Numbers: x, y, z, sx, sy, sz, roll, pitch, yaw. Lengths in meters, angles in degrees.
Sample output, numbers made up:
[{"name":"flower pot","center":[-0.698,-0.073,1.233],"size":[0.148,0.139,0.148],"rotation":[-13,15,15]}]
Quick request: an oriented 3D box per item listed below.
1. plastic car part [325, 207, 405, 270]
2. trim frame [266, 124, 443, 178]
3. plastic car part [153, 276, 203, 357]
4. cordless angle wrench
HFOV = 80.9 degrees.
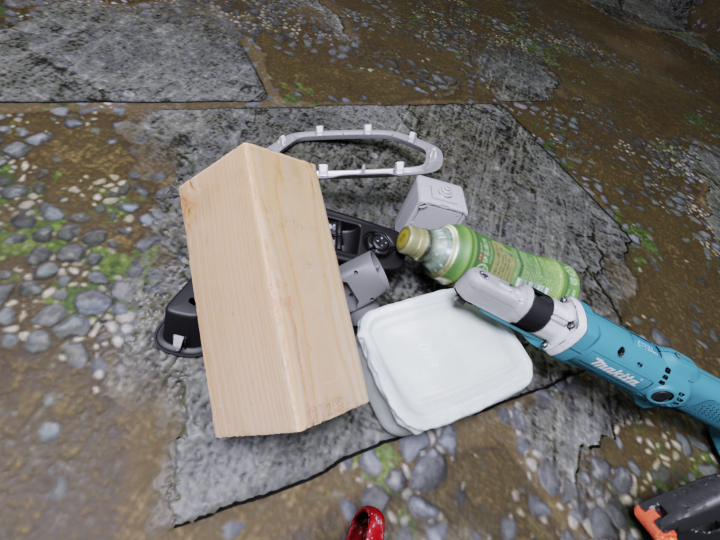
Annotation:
[{"name":"plastic car part","center":[-0.046,-0.030,0.472],"size":[0.199,0.066,0.068],"rotation":[10,48,-11]},{"name":"trim frame","center":[-0.010,-0.164,0.579],"size":[0.246,0.027,0.191],"rotation":[-2,37,-7]},{"name":"plastic car part","center":[-0.141,0.022,0.401],"size":[0.067,0.070,0.116],"rotation":[28,46,5]},{"name":"cordless angle wrench","center":[0.282,0.101,0.410],"size":[0.419,0.098,0.075],"rotation":[27,39,-5]}]
